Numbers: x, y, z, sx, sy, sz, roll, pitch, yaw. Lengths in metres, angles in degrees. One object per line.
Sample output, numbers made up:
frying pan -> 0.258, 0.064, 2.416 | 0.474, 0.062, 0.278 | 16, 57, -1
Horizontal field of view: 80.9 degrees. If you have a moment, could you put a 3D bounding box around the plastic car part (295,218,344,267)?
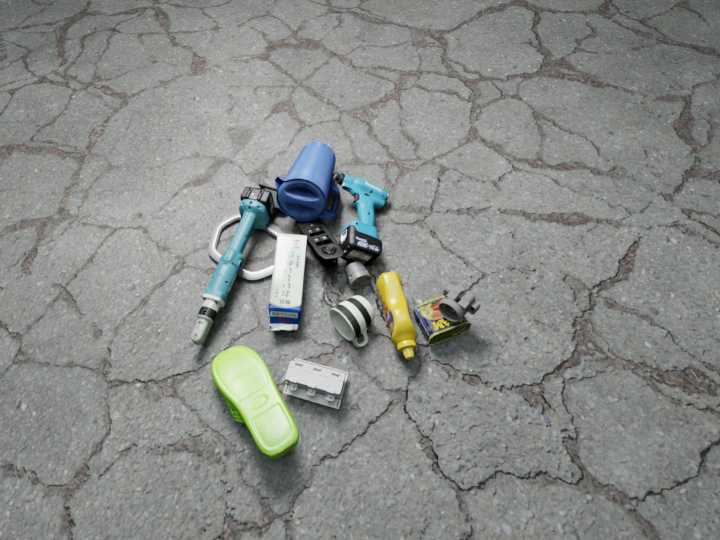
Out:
plastic car part -> -0.106, -0.069, 1.081 | 0.064, 0.065, 0.214 | -10, 33, -23

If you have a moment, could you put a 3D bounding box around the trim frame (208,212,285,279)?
trim frame -> -0.295, -0.069, 1.136 | 0.259, 0.026, 0.183 | 27, 63, 23

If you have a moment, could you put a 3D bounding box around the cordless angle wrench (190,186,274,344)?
cordless angle wrench -> -0.319, -0.020, 1.044 | 0.075, 0.095, 0.428 | 12, 61, 6

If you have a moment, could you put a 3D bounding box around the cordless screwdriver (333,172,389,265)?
cordless screwdriver -> -0.011, -0.144, 1.102 | 0.154, 0.075, 0.254 | 21, 53, -17

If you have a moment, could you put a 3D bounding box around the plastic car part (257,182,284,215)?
plastic car part -> -0.245, -0.193, 1.200 | 0.120, 0.064, 0.071 | 20, 75, 13
